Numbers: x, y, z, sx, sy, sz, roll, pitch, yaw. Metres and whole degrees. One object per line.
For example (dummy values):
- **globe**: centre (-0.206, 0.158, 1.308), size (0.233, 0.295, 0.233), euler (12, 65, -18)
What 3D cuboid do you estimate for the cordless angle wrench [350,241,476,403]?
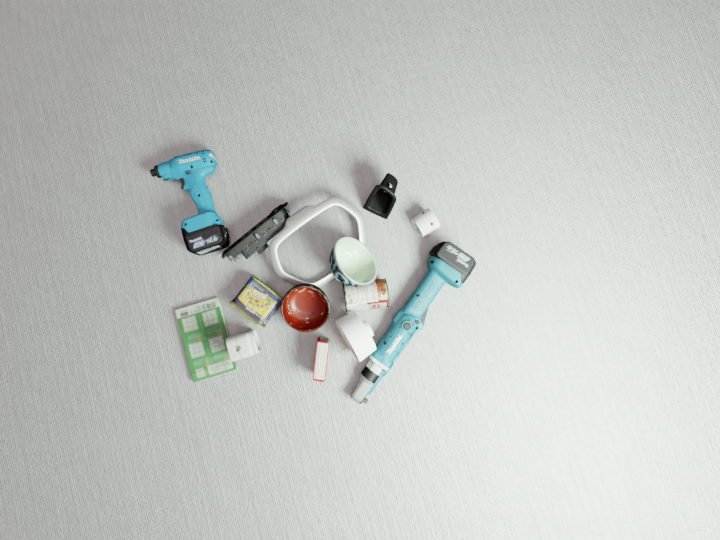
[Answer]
- **cordless angle wrench**: centre (0.106, 0.125, 0.980), size (0.099, 0.074, 0.423), euler (35, 89, 2)

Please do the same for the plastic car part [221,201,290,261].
- **plastic car part**: centre (-0.238, -0.085, 1.009), size (0.202, 0.067, 0.066), euler (-44, 98, -3)

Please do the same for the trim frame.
- **trim frame**: centre (-0.098, -0.064, 1.002), size (0.248, 0.028, 0.180), euler (-36, 101, 0)

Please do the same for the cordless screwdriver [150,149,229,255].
- **cordless screwdriver**: centre (-0.409, -0.160, 1.015), size (0.159, 0.073, 0.252), euler (-14, 81, -1)

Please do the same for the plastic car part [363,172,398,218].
- **plastic car part**: centre (0.058, -0.184, 0.993), size (0.066, 0.116, 0.071), euler (25, 63, -2)
